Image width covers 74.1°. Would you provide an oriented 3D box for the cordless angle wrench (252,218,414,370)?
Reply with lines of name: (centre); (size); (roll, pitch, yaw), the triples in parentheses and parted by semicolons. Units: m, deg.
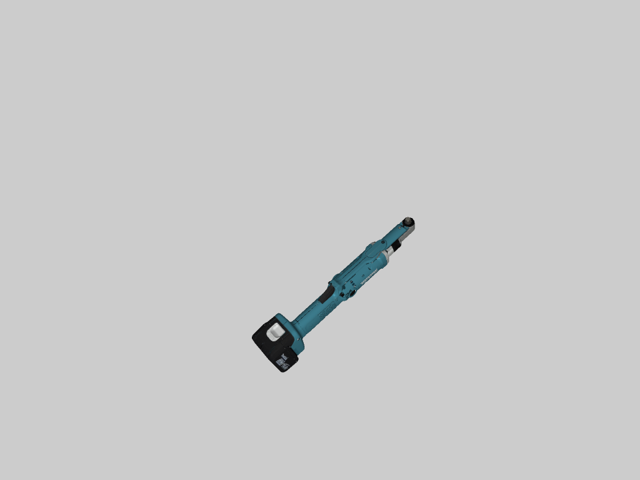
cordless angle wrench: (0.048, 0.096, 0.889); (0.074, 0.422, 0.098); (41, -16, 33)
